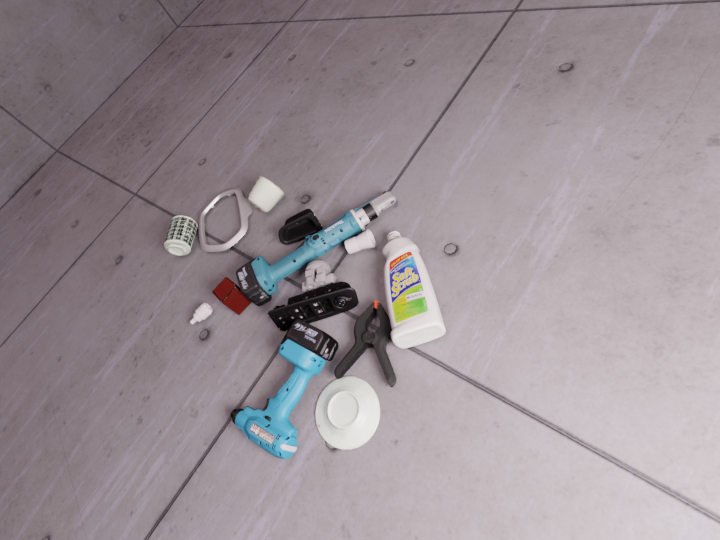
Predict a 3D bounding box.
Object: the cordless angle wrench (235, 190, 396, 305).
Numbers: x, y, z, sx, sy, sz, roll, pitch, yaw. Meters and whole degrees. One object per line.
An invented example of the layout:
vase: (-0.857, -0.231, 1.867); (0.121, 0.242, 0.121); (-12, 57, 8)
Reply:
cordless angle wrench: (-0.099, -0.065, 1.014); (0.424, 0.070, 0.103); (-32, 50, 4)

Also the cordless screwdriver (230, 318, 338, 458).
cordless screwdriver: (-0.157, 0.223, 0.851); (0.167, 0.070, 0.250); (13, 70, 34)

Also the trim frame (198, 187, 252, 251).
trim frame: (-0.408, -0.152, 1.265); (0.186, 0.026, 0.260); (-30, 48, 9)

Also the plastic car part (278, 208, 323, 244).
plastic car part: (-0.159, -0.121, 1.094); (0.119, 0.063, 0.073); (-20, 37, 19)

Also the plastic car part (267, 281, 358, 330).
plastic car part: (-0.098, 0.073, 0.930); (0.208, 0.064, 0.068); (-16, 27, 20)
